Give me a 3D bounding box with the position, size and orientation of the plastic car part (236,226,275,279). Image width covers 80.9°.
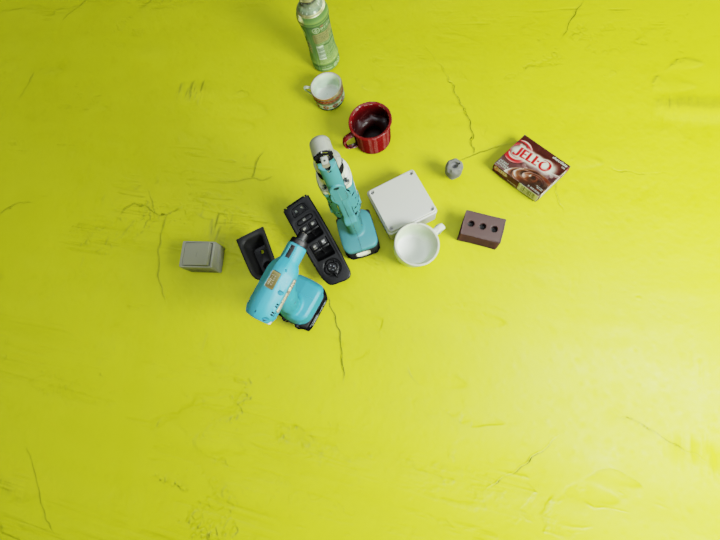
[{"bbox_3d":[-0.209,-0.023,0.910,0.066,0.069,0.120,-27,72,2],"label":"plastic car part"}]

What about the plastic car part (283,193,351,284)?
[{"bbox_3d":[-0.088,-0.057,0.895,0.066,0.065,0.209,-31,71,1],"label":"plastic car part"}]

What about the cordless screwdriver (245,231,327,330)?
[{"bbox_3d":[-0.118,0.029,0.786,0.076,0.241,0.159,26,82,12],"label":"cordless screwdriver"}]

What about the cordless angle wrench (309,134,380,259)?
[{"bbox_3d":[-0.027,-0.114,0.716,0.075,0.410,0.100,-17,76,3],"label":"cordless angle wrench"}]
